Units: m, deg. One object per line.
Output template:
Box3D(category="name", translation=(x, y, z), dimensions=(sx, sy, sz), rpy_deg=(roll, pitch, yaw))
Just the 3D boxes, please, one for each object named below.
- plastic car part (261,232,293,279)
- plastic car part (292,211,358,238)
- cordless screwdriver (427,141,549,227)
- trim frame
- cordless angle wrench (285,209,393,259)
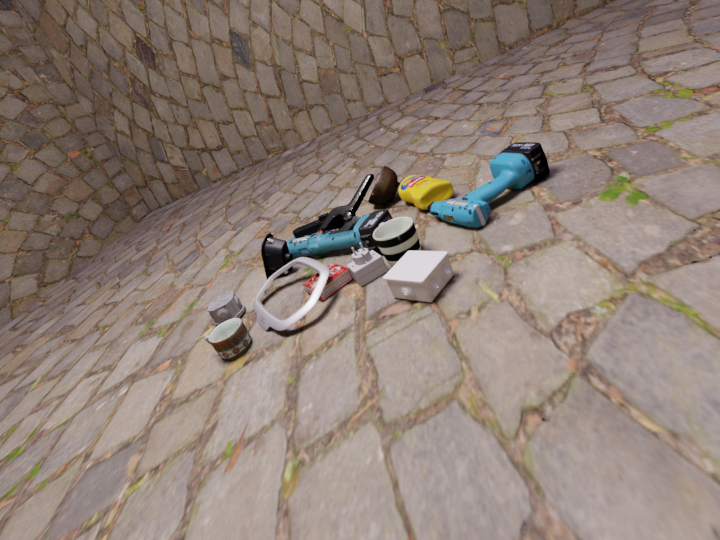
Box3D(category="plastic car part", translation=(-0.205, -0.032, 1.071), dimensions=(0.074, 0.113, 0.066), rpy_deg=(12, 38, 20))
Box3D(category="plastic car part", translation=(-0.108, -0.119, 1.186), dimensions=(0.206, 0.064, 0.068), rpy_deg=(-24, 31, 14))
Box3D(category="cordless screwdriver", translation=(0.274, -0.185, 0.926), dimensions=(0.246, 0.071, 0.167), rpy_deg=(-38, 27, -14))
Box3D(category="trim frame", translation=(-0.155, 0.048, 0.912), dimensions=(0.183, 0.026, 0.261), rpy_deg=(-49, 32, -13))
Box3D(category="cordless angle wrench", translation=(-0.106, -0.069, 1.081), dimensions=(0.441, 0.072, 0.097), rpy_deg=(-7, 31, 40))
